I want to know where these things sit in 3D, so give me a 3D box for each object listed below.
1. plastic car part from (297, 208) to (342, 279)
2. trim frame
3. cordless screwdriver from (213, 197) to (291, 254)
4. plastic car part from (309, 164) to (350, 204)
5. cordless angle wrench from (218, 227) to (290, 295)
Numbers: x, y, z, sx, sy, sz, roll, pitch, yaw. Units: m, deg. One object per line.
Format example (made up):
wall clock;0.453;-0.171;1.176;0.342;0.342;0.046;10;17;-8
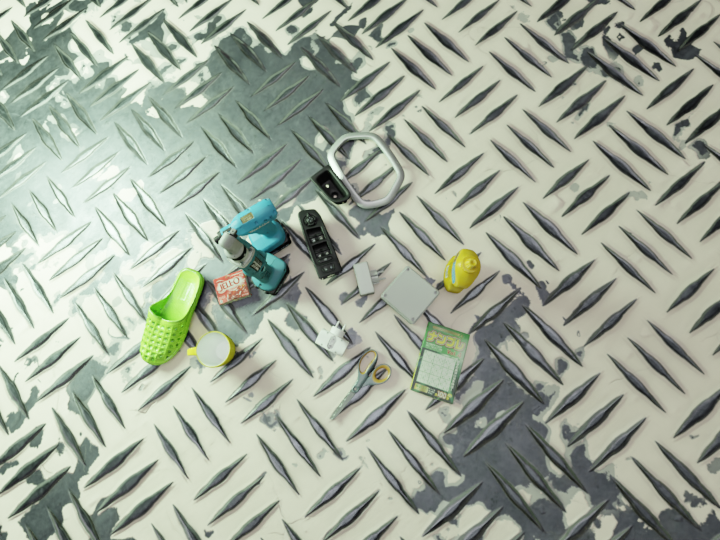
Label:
plastic car part;-0.112;-0.073;1.142;0.066;0.065;0.207;-21;76;-2
trim frame;0.012;-0.288;1.200;0.184;0.027;0.255;-31;76;-2
cordless screwdriver;-0.266;-0.091;1.070;0.159;0.244;0.076;-31;81;-4
plastic car part;-0.078;-0.223;1.171;0.066;0.069;0.119;-37;78;-5
cordless angle wrench;-0.243;-0.018;0.962;0.075;0.415;0.098;29;81;5
